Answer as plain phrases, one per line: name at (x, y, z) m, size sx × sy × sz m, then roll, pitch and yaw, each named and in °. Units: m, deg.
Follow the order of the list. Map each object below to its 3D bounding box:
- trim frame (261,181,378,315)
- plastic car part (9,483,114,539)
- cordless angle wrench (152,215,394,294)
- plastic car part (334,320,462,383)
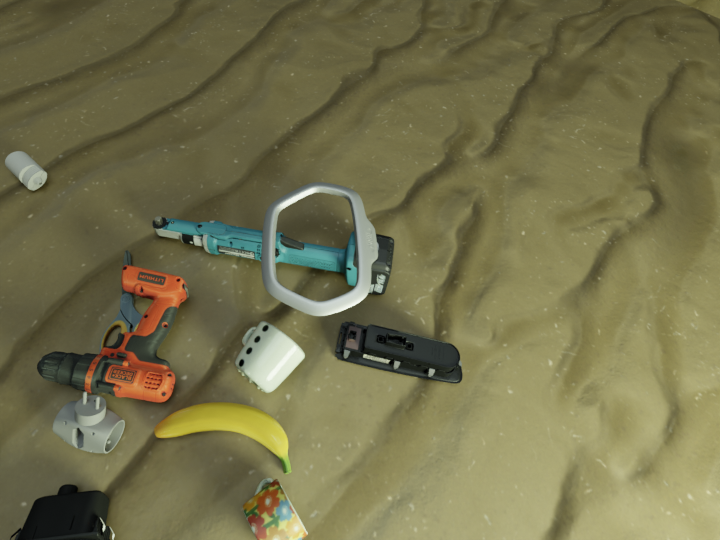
trim frame at (-0.066, -0.043, 0.674) m, size 0.185 × 0.026 × 0.256 m, roll -6°, pitch 58°, yaw 1°
plastic car part at (-0.358, 0.301, 0.514) m, size 0.116 × 0.064 × 0.073 m, roll -1°, pitch 43°, yaw -4°
cordless angle wrench at (-0.159, -0.042, 0.738) m, size 0.427 × 0.095 × 0.076 m, roll 10°, pitch 57°, yaw 5°
plastic car part at (0.067, 0.123, 0.666) m, size 0.203 × 0.066 × 0.067 m, roll 15°, pitch 50°, yaw 0°
